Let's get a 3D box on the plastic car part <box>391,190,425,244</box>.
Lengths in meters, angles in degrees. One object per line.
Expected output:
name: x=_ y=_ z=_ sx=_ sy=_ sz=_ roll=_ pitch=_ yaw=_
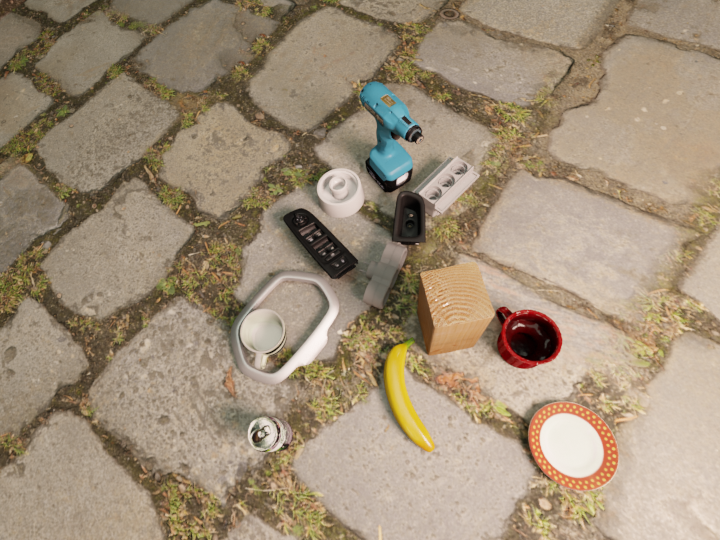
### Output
plastic car part: x=0.103 y=-0.100 z=0.882 sx=0.067 sy=0.068 sz=0.119 roll=2 pitch=66 yaw=10

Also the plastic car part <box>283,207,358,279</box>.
plastic car part: x=-0.088 y=-0.058 z=0.902 sx=0.066 sy=0.064 sz=0.212 roll=-38 pitch=64 yaw=-9

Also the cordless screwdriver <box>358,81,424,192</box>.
cordless screwdriver: x=0.069 y=-0.249 z=0.864 sx=0.074 sy=0.240 sz=0.166 roll=-33 pitch=66 yaw=-8

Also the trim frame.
trim frame: x=-0.155 y=0.109 z=0.858 sx=0.192 sy=0.026 sz=0.247 roll=34 pitch=75 yaw=23
